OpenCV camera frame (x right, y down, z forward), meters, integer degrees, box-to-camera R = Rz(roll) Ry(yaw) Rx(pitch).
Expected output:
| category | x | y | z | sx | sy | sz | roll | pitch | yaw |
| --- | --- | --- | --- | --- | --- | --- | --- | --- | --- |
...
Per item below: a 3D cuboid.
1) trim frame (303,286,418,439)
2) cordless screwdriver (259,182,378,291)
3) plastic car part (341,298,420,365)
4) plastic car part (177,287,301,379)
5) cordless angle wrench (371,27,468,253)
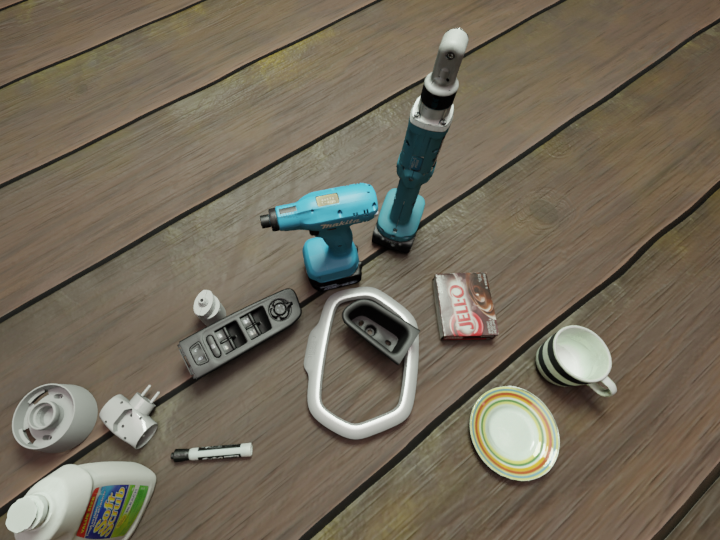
| category | x | y | z | sx | sy | sz | roll | pitch | yaw |
| --- | --- | --- | --- | --- | --- | --- | --- | --- | --- |
| trim frame | 0.001 | 0.142 | 0.693 | 0.186 | 0.027 | 0.253 | 7 | 65 | 4 |
| cordless screwdriver | -0.065 | -0.042 | 0.663 | 0.158 | 0.243 | 0.077 | -11 | 68 | -8 |
| plastic car part | 0.026 | 0.098 | 0.690 | 0.120 | 0.069 | 0.066 | 33 | 68 | 14 |
| plastic car part | -0.187 | 0.102 | 0.693 | 0.200 | 0.065 | 0.069 | -30 | 70 | -13 |
| cordless angle wrench | 0.082 | -0.156 | 0.621 | 0.075 | 0.414 | 0.099 | 20 | 66 | 4 |
